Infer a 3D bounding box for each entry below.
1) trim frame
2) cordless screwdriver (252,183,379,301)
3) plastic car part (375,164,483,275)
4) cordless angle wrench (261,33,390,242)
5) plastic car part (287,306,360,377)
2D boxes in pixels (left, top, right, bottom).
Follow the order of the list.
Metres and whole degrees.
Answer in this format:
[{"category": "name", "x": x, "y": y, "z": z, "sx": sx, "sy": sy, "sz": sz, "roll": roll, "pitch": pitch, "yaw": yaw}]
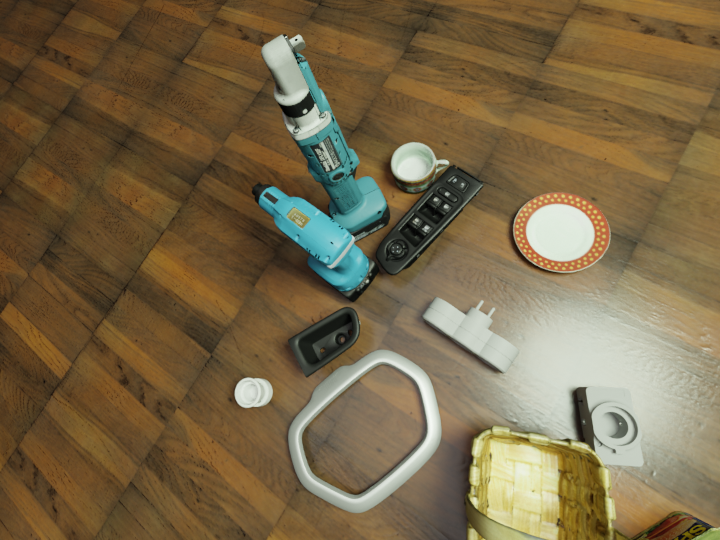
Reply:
[{"category": "trim frame", "x": 0.004, "y": 0.235, "z": 0.638, "sx": 0.248, "sy": 0.026, "sz": 0.192, "roll": -42, "pitch": 66, "yaw": 0}, {"category": "cordless screwdriver", "x": -0.062, "y": -0.040, "z": 0.632, "sx": 0.166, "sy": 0.239, "sz": 0.074, "roll": 37, "pitch": 85, "yaw": 20}, {"category": "plastic car part", "x": 0.106, "y": -0.074, "z": 0.689, "sx": 0.203, "sy": 0.064, "sz": 0.069, "roll": -46, "pitch": 68, "yaw": -2}, {"category": "cordless angle wrench", "x": -0.039, "y": -0.147, "z": 0.569, "sx": 0.098, "sy": 0.406, "sz": 0.077, "roll": -27, "pitch": 71, "yaw": 4}, {"category": "plastic car part", "x": -0.044, "y": 0.111, "z": 0.670, "sx": 0.117, "sy": 0.068, "sz": 0.068, "roll": -32, "pitch": 69, "yaw": 4}]
